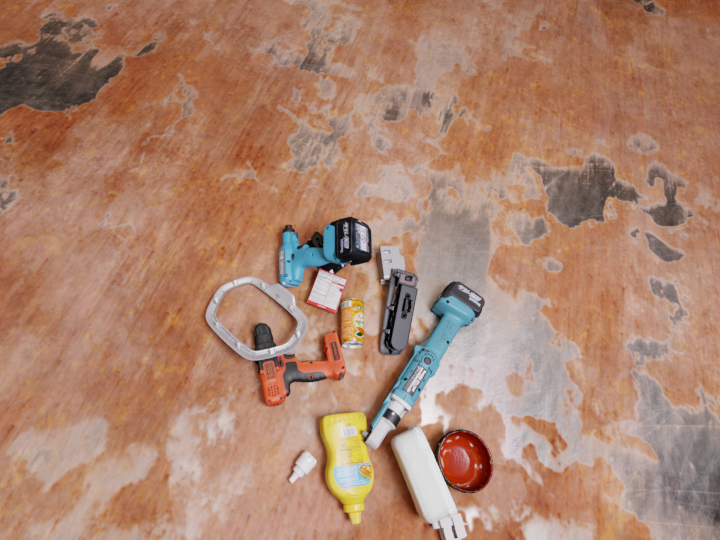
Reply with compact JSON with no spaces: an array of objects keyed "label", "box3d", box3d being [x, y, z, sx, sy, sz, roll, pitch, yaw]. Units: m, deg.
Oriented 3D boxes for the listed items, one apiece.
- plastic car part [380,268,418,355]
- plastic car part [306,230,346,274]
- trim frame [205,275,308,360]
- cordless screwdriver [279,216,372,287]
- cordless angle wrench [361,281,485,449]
[{"label":"plastic car part","box3d":[0.096,0.099,0.974,0.064,0.069,0.204,16,81,-20]},{"label":"plastic car part","box3d":[-0.091,-0.049,1.049,0.065,0.070,0.120,-36,75,-23]},{"label":"trim frame","box3d":[-0.234,0.098,0.948,0.261,0.027,0.181,32,53,29]},{"label":"cordless screwdriver","box3d":[-0.095,-0.062,0.976,0.070,0.257,0.163,19,60,-48]},{"label":"cordless angle wrench","box3d":[0.137,0.202,0.925,0.100,0.073,0.420,34,61,10]}]
